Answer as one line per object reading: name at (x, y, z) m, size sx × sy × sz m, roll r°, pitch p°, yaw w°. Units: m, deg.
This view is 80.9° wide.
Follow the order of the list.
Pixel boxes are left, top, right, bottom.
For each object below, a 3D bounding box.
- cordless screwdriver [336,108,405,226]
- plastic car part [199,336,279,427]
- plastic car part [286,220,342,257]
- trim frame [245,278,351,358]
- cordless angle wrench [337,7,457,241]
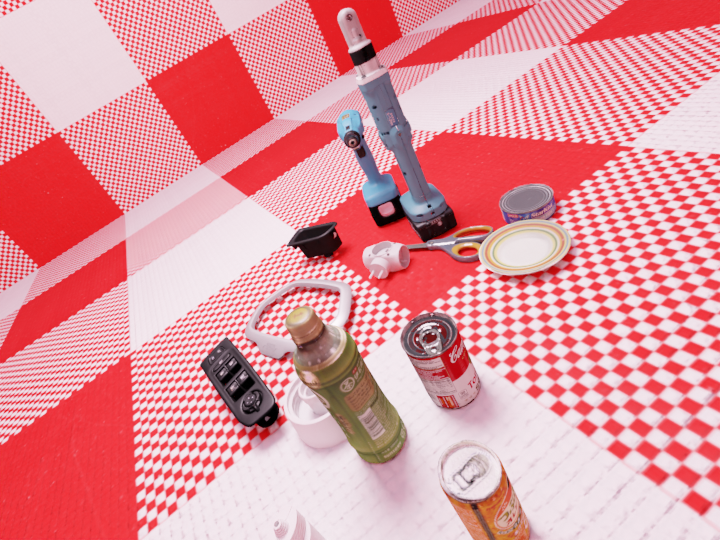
cordless screwdriver at (0.021, -0.203, 0.876) m, size 0.075 × 0.238 × 0.164 m, roll -22°, pitch 30°, yaw 12°
plastic car part at (-0.188, 0.185, 0.670) m, size 0.066 × 0.064 × 0.214 m, roll -41°, pitch 33°, yaw -19°
plastic car part at (-0.091, -0.059, 0.927) m, size 0.121 × 0.068 × 0.066 m, roll -7°, pitch 37°, yaw 33°
trim frame at (-0.119, 0.083, 0.791) m, size 0.261 × 0.026 × 0.183 m, roll 3°, pitch 45°, yaw 42°
cordless angle wrench at (0.060, -0.241, 0.739) m, size 0.075 × 0.405 × 0.102 m, roll -27°, pitch 29°, yaw 3°
